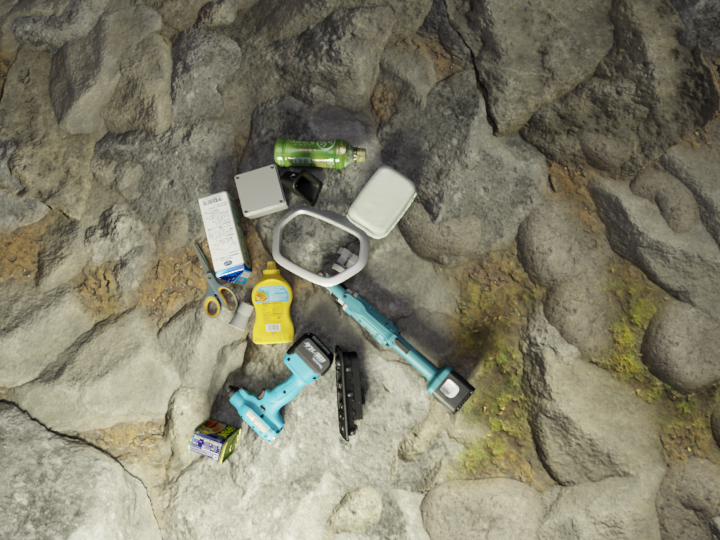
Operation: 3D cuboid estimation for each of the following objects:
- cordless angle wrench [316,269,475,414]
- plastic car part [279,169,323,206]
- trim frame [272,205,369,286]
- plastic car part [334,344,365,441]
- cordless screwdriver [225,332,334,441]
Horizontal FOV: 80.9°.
[{"bbox_3d":[0.059,0.142,0.959,0.434,0.095,0.074,40,87,14],"label":"cordless angle wrench"},{"bbox_3d":[-0.151,-0.210,1.021,0.074,0.111,0.066,19,85,28],"label":"plastic car part"},{"bbox_3d":[-0.098,-0.064,1.001,0.259,0.026,0.184,24,74,22],"label":"trim frame"},{"bbox_3d":[-0.025,0.270,0.956,0.066,0.066,0.205,-7,81,-8],"label":"plastic car part"},{"bbox_3d":[-0.186,0.248,0.972,0.162,0.073,0.249,40,91,9],"label":"cordless screwdriver"}]
